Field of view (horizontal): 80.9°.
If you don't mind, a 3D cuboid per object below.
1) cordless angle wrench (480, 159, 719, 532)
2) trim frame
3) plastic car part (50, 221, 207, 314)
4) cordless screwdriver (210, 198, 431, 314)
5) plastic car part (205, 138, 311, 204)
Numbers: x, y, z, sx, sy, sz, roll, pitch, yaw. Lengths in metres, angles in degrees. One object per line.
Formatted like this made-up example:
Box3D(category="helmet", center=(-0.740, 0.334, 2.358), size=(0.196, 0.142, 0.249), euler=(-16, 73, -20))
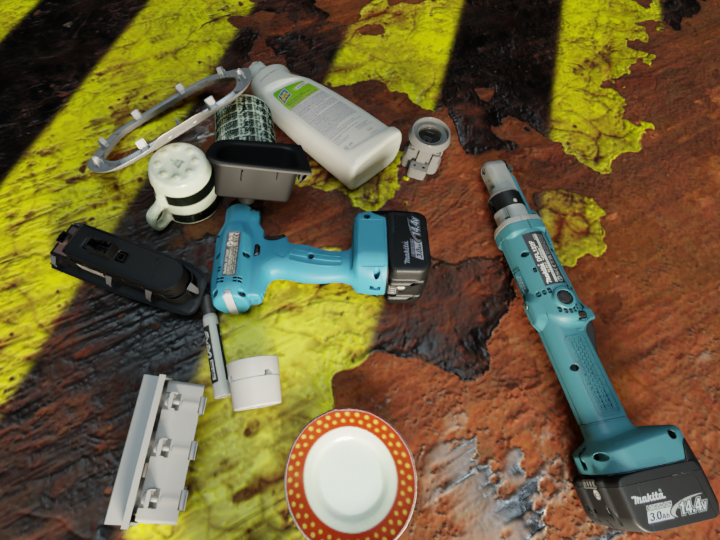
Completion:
Box3D(category="cordless angle wrench", center=(0.223, 0.041, 0.485), size=(0.097, 0.073, 0.437), euler=(-9, 63, -8))
Box3D(category="trim frame", center=(-0.253, -0.207, 0.560), size=(0.247, 0.026, 0.195), euler=(-34, 42, -9))
Box3D(category="plastic car part", center=(-0.272, -0.011, 0.491), size=(0.206, 0.065, 0.067), euler=(20, 59, 9))
Box3D(category="cordless screwdriver", center=(-0.050, -0.033, 0.509), size=(0.249, 0.072, 0.164), euler=(-3, 55, 0))
Box3D(category="plastic car part", center=(-0.125, -0.112, 0.505), size=(0.113, 0.069, 0.069), euler=(-2, 42, -18))
